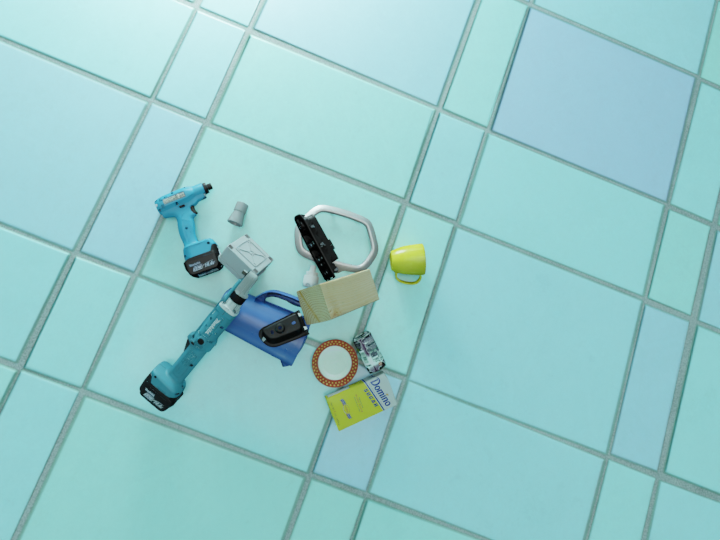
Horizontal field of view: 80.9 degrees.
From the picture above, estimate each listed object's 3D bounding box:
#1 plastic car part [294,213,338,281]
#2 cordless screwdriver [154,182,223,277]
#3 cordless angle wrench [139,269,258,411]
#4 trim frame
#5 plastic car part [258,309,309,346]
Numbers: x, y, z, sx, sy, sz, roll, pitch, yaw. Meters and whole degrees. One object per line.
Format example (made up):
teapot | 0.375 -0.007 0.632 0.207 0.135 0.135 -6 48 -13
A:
plastic car part | -0.114 -0.074 1.163 0.066 0.067 0.204 -31 87 -20
cordless screwdriver | -0.440 -0.114 1.152 0.158 0.074 0.252 -25 82 -10
cordless angle wrench | -0.385 0.166 1.040 0.098 0.074 0.424 41 102 -2
trim frame | -0.068 -0.087 1.211 0.246 0.028 0.185 16 80 -6
plastic car part | -0.186 0.141 1.015 0.114 0.070 0.068 -22 75 -16
